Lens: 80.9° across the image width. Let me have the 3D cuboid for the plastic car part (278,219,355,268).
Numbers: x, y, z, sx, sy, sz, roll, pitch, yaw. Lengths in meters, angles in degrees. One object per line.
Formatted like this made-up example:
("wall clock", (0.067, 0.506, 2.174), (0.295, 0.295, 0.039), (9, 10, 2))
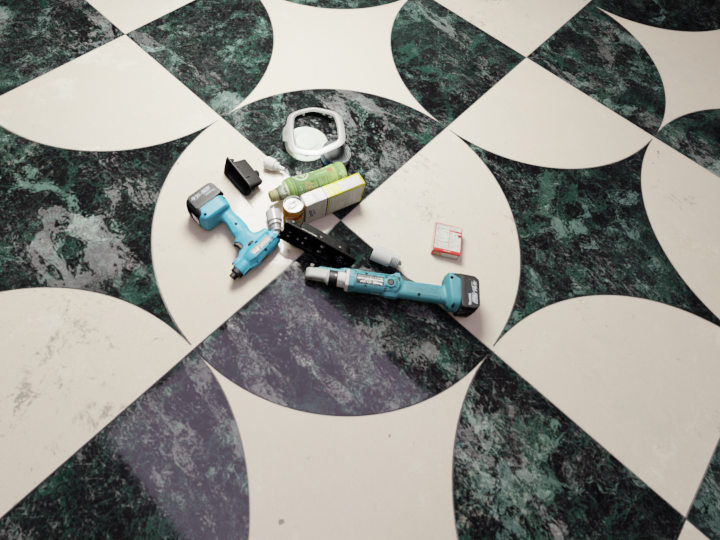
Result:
("plastic car part", (-0.105, -0.069, 1.078), (0.201, 0.066, 0.068), (30, 37, -5))

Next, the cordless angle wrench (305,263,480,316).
("cordless angle wrench", (0.073, 0.037, 1.050), (0.424, 0.073, 0.100), (8, 64, 2))

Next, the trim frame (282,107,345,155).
("trim frame", (-0.139, -0.412, 1.248), (0.184, 0.026, 0.258), (-7, 52, -3))

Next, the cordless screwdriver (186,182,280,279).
("cordless screwdriver", (-0.345, -0.099, 1.081), (0.253, 0.073, 0.158), (38, 66, 9))

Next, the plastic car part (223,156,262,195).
("plastic car part", (-0.318, -0.264, 1.176), (0.119, 0.066, 0.069), (46, 53, 12))
